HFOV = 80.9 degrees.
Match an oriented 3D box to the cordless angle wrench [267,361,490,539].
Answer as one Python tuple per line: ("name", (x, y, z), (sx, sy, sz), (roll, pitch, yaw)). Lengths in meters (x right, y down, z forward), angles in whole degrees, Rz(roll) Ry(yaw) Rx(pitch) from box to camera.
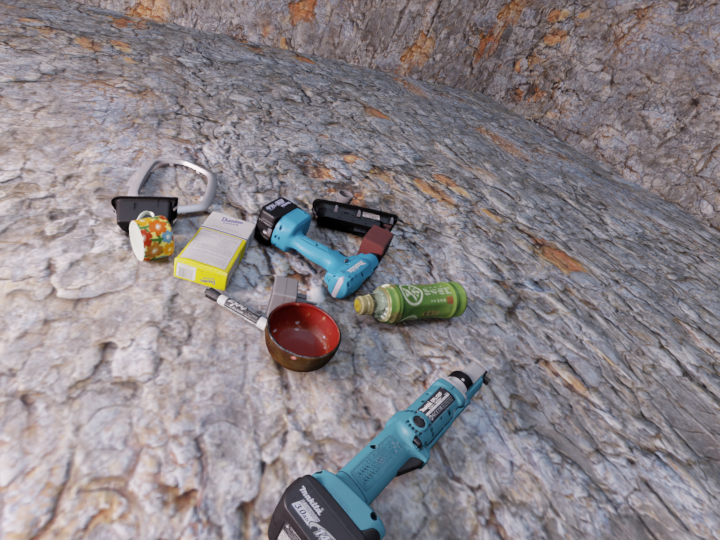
("cordless angle wrench", (0.067, 0.215, 0.552), (0.102, 0.073, 0.408), (38, 36, 24))

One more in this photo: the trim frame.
("trim frame", (-0.413, -0.189, 0.933), (0.179, 0.027, 0.258), (8, 37, -16))

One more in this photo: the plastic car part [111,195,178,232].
("plastic car part", (-0.399, -0.095, 0.786), (0.113, 0.065, 0.074), (-3, 54, -24))

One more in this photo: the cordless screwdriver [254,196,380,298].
("cordless screwdriver", (-0.084, -0.055, 0.857), (0.257, 0.073, 0.155), (35, 37, 17))

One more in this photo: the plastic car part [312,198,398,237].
("plastic car part", (-0.019, -0.113, 0.984), (0.201, 0.066, 0.068), (16, 60, -6))
